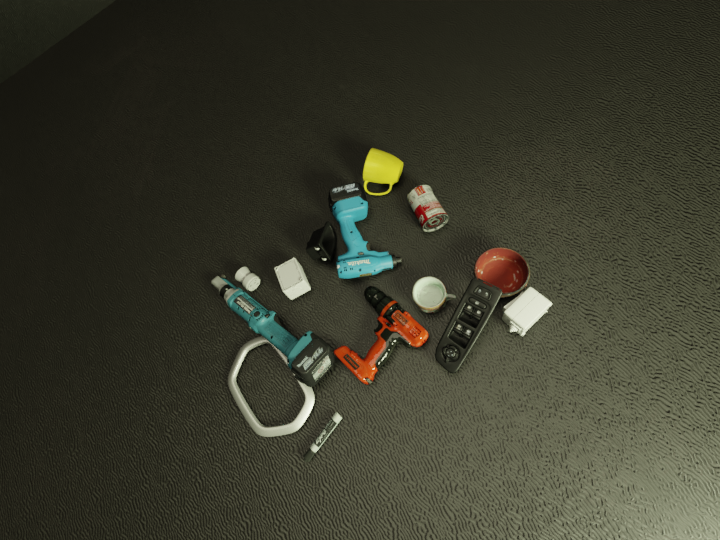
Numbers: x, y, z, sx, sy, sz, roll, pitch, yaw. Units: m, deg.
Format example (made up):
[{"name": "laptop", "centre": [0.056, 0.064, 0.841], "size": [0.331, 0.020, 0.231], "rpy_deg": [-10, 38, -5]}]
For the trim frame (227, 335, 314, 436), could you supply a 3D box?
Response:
[{"name": "trim frame", "centre": [-0.214, 0.270, 1.006], "size": [0.184, 0.026, 0.261], "rpy_deg": [-42, 60, -3]}]

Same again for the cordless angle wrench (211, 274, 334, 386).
[{"name": "cordless angle wrench", "centre": [-0.246, 0.122, 1.049], "size": [0.446, 0.071, 0.097], "rpy_deg": [30, 63, 34]}]

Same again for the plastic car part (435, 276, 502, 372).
[{"name": "plastic car part", "centre": [0.224, 0.117, 0.897], "size": [0.069, 0.064, 0.203], "rpy_deg": [29, 92, 21]}]

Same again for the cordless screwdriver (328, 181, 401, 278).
[{"name": "cordless screwdriver", "centre": [0.004, -0.105, 1.083], "size": [0.159, 0.072, 0.256], "rpy_deg": [-10, 66, 0]}]

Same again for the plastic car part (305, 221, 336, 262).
[{"name": "plastic car part", "centre": [-0.108, -0.071, 1.103], "size": [0.073, 0.063, 0.119], "rpy_deg": [-21, 33, 21]}]
